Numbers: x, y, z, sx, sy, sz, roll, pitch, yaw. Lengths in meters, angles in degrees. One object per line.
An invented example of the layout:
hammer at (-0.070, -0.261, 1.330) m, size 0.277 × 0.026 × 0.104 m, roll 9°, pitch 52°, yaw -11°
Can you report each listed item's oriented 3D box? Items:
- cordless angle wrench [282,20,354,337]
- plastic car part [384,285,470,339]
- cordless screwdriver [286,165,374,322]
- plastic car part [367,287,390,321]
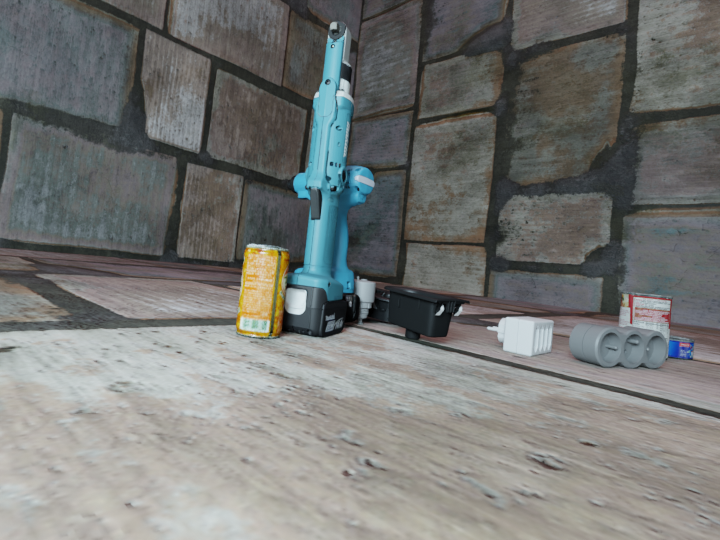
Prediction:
cordless angle wrench at (-0.048, -0.129, 0.579) m, size 0.077 × 0.424 × 0.094 m, roll 5°, pitch -3°, yaw 21°
plastic car part at (0.083, 0.063, 0.598) m, size 0.063 × 0.071 × 0.122 m, roll 7°, pitch -1°, yaw -36°
cordless screwdriver at (-0.067, -0.044, 0.683) m, size 0.167 × 0.249 × 0.070 m, roll 5°, pitch -3°, yaw 36°
plastic car part at (0.000, 0.055, 0.781) m, size 0.213 × 0.067 × 0.063 m, roll 6°, pitch -1°, yaw 40°
